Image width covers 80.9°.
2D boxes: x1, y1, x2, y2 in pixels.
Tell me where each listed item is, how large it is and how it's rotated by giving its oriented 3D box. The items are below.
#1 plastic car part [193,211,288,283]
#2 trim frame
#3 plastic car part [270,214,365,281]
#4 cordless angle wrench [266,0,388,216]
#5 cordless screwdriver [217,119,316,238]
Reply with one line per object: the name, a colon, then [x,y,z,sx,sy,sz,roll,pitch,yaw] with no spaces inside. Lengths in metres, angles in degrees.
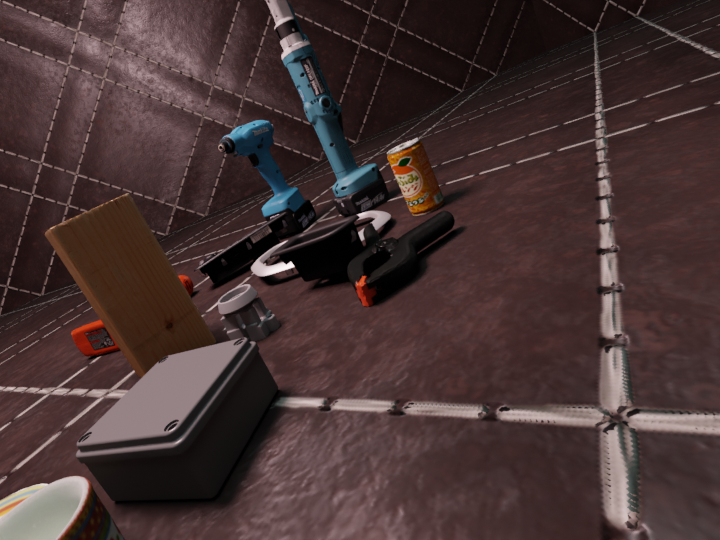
plastic car part: [-0.220,-0.039,0.806,0.200,0.065,0.069,-31,18,-16]
trim frame: [-0.068,-0.044,0.691,0.252,0.027,0.186,-21,20,13]
plastic car part: [-0.043,-0.019,0.532,0.121,0.069,0.065,-11,21,36]
cordless angle wrench: [-0.073,-0.304,0.786,0.096,0.413,0.077,-31,16,-22]
cordless screwdriver: [-0.197,-0.185,0.887,0.077,0.243,0.157,-15,18,31]
